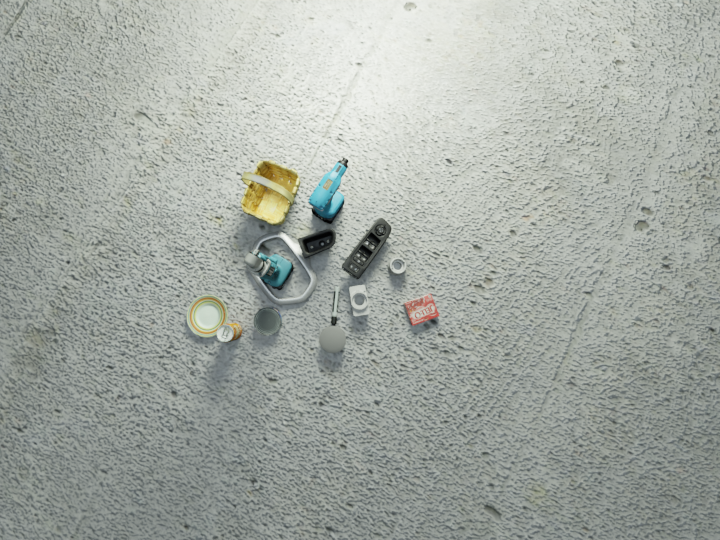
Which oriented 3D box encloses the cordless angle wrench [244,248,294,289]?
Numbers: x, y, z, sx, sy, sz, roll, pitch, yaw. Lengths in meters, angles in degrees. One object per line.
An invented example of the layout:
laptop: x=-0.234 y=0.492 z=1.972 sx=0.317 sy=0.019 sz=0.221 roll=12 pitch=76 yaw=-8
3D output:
cordless angle wrench: x=-0.252 y=-0.007 z=1.139 sx=0.075 sy=0.419 sz=0.098 roll=30 pitch=85 yaw=1

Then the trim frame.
trim frame: x=-0.248 y=-0.006 z=1.336 sx=0.184 sy=0.027 sz=0.252 roll=-37 pitch=82 yaw=-2

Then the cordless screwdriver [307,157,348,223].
cordless screwdriver: x=-0.085 y=-0.230 z=1.247 sx=0.075 sy=0.247 sz=0.159 roll=33 pitch=85 yaw=1

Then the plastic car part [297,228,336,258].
plastic car part: x=-0.129 y=-0.084 z=1.318 sx=0.116 sy=0.070 sz=0.067 roll=-20 pitch=84 yaw=-1

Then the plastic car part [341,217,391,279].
plastic car part: x=0.024 y=-0.069 z=1.309 sx=0.067 sy=0.066 sz=0.203 roll=36 pitch=85 yaw=4
